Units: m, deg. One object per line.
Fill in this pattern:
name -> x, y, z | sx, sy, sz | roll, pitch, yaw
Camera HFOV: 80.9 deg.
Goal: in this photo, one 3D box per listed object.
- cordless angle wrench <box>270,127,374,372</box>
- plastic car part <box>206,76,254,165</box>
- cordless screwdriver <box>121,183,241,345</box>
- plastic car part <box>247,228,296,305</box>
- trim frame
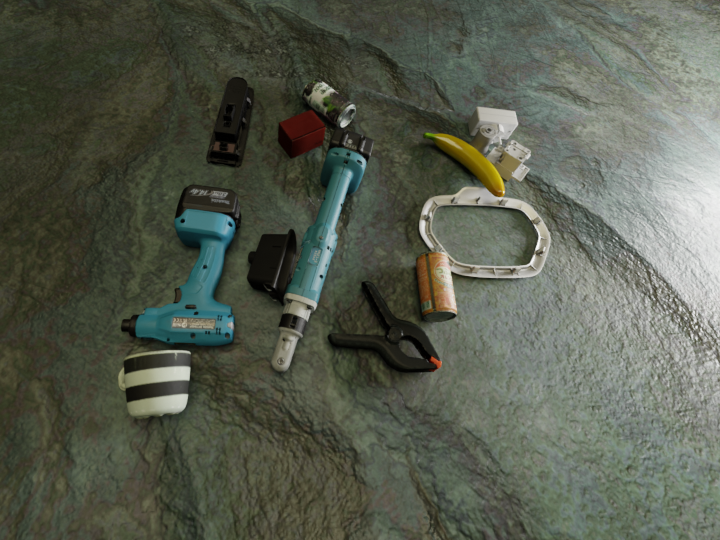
cordless angle wrench -> -0.067, -0.044, 0.689 | 0.074, 0.097, 0.428 | 17, 65, -5
plastic car part -> -0.251, -0.300, 0.818 | 0.066, 0.065, 0.208 | 3, 60, 0
cordless screwdriver -> -0.268, -0.010, 0.657 | 0.158, 0.073, 0.255 | 2, 66, -7
plastic car part -> -0.147, -0.012, 0.682 | 0.072, 0.063, 0.119 | 2, 59, 8
trim frame -> 0.229, -0.072, 0.771 | 0.247, 0.027, 0.189 | 1, 62, -4
